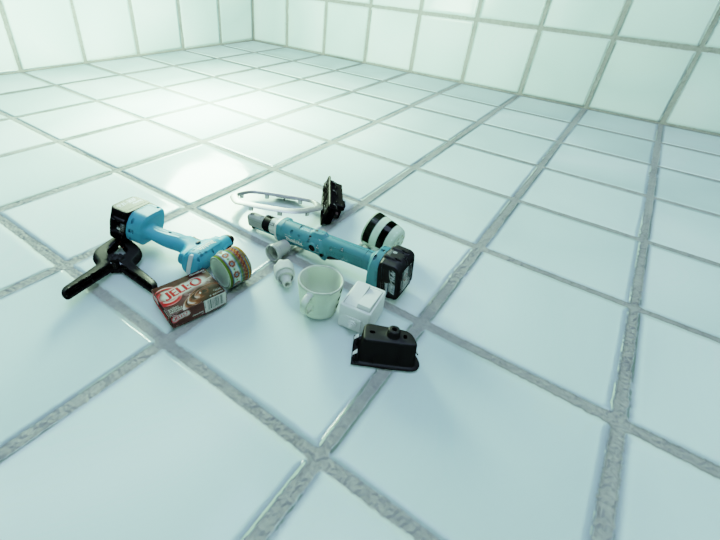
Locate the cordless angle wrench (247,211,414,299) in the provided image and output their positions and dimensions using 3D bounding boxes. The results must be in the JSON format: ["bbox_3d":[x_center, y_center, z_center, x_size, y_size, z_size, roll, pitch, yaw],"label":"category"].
[{"bbox_3d":[-0.092,-0.060,0.941,0.443,0.095,0.073,22,41,27],"label":"cordless angle wrench"}]

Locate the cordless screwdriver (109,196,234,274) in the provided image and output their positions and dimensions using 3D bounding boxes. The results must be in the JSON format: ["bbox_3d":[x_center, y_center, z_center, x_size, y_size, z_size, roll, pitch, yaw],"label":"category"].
[{"bbox_3d":[-0.413,-0.084,0.936,0.254,0.073,0.158,24,29,10],"label":"cordless screwdriver"}]

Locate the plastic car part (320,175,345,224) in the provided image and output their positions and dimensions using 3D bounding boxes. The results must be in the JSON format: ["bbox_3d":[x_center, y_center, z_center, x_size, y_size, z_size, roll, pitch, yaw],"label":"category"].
[{"bbox_3d":[-0.074,-0.194,1.144,0.066,0.065,0.210,8,35,-14],"label":"plastic car part"}]

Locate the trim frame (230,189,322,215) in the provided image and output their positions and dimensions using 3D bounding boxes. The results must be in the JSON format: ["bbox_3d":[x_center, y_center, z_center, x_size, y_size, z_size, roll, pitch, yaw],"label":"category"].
[{"bbox_3d":[-0.220,-0.176,1.098,0.253,0.027,0.184,8,22,9],"label":"trim frame"}]

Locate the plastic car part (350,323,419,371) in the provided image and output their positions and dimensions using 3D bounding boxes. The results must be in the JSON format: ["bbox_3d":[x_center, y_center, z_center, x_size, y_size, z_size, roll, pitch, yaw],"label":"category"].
[{"bbox_3d":[0.045,0.123,0.718,0.118,0.069,0.067,6,37,5],"label":"plastic car part"}]
